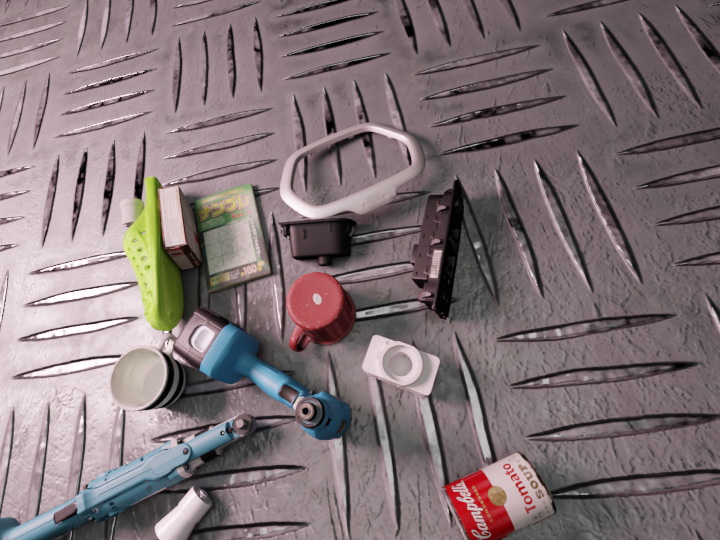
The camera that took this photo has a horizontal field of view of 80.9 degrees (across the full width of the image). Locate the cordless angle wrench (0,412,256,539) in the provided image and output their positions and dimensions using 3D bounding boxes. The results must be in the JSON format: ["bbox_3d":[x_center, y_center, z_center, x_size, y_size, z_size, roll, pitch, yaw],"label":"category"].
[{"bbox_3d":[-0.332,0.295,0.556,0.421,0.095,0.077,-26,67,-5],"label":"cordless angle wrench"}]

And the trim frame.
[{"bbox_3d":[-0.016,-0.168,0.695,0.246,0.026,0.193,-25,55,-9],"label":"trim frame"}]

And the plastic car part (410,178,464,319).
[{"bbox_3d":[0.114,-0.036,0.618,0.070,0.062,0.205,3,67,38],"label":"plastic car part"}]

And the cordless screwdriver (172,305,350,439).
[{"bbox_3d":[-0.132,0.131,0.541,0.259,0.153,0.074,26,74,21],"label":"cordless screwdriver"}]

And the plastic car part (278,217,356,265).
[{"bbox_3d":[-0.064,-0.042,0.658,0.118,0.065,0.071,-1,83,7],"label":"plastic car part"}]
